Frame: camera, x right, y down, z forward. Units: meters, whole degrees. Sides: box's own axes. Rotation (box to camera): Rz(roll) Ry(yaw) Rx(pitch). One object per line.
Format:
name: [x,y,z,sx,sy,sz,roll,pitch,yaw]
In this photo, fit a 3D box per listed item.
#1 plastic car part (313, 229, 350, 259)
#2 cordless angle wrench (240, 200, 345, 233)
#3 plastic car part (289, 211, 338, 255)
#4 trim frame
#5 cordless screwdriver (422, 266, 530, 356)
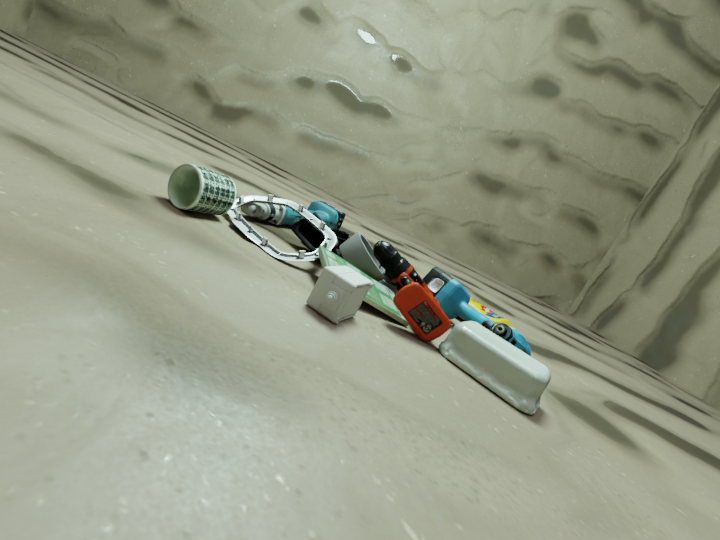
plastic car part: [-0.045,-0.059,1.002,0.070,0.067,0.192,28,6,40]
cordless angle wrench: [-0.163,-0.142,1.075,0.102,0.074,0.409,31,14,17]
plastic car part: [-0.086,-0.056,0.879,0.123,0.065,0.068,50,-12,37]
trim frame: [-0.156,-0.091,0.821,0.177,0.027,0.262,-17,45,-38]
cordless screwdriver: [0.217,0.083,0.849,0.263,0.074,0.150,41,-1,42]
